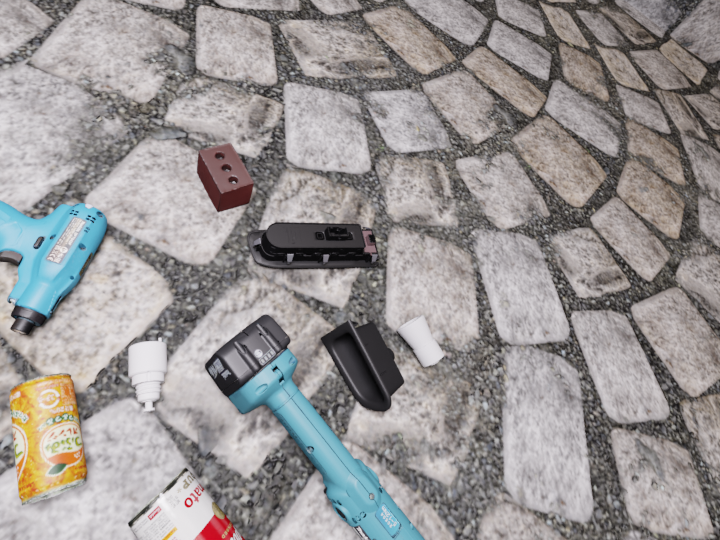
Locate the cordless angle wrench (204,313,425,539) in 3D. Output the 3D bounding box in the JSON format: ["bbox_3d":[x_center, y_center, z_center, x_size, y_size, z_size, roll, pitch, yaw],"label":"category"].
[{"bbox_3d":[-0.007,0.240,0.459,0.073,0.099,0.428,-36,83,-37],"label":"cordless angle wrench"}]

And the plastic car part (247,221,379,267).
[{"bbox_3d":[-0.060,-0.039,0.611,0.197,0.067,0.068,-3,72,-19],"label":"plastic car part"}]

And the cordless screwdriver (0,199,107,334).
[{"bbox_3d":[-0.433,-0.037,0.460,0.242,0.075,0.162,21,57,-14],"label":"cordless screwdriver"}]

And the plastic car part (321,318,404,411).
[{"bbox_3d":[0.013,0.117,0.556,0.068,0.067,0.119,-22,76,-46],"label":"plastic car part"}]
